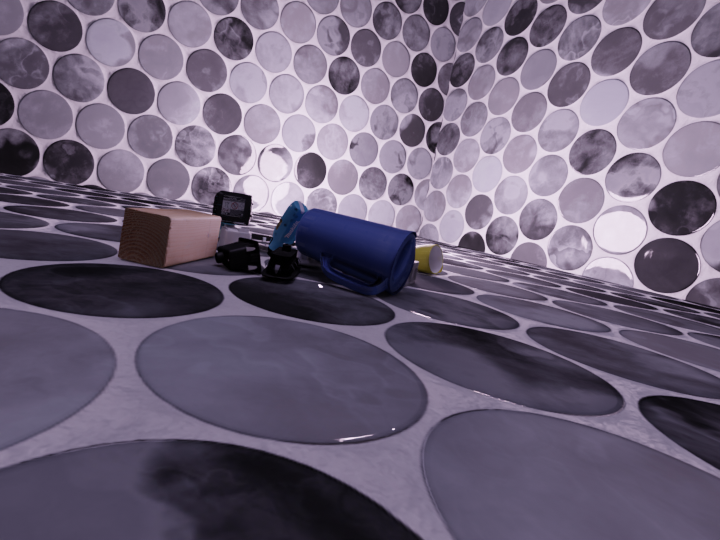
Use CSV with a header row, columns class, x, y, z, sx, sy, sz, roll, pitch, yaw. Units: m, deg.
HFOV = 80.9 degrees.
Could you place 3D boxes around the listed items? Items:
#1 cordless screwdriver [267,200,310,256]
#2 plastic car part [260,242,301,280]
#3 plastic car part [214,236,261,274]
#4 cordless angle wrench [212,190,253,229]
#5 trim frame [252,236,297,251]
class,x,y,z,sx,sy,sz,roll,pitch,yaw
cordless screwdriver,-0.105,-0.069,1.072,0.237,0.159,0.078,20,31,-30
plastic car part,-0.153,-0.018,0.852,0.066,0.067,0.205,18,10,-5
plastic car part,-0.247,-0.029,0.831,0.068,0.065,0.123,-12,16,-33
cordless angle wrench,-0.383,-0.152,1.225,0.095,0.074,0.434,7,-3,-21
trim frame,-0.228,-0.067,1.200,0.261,0.027,0.176,17,11,30
